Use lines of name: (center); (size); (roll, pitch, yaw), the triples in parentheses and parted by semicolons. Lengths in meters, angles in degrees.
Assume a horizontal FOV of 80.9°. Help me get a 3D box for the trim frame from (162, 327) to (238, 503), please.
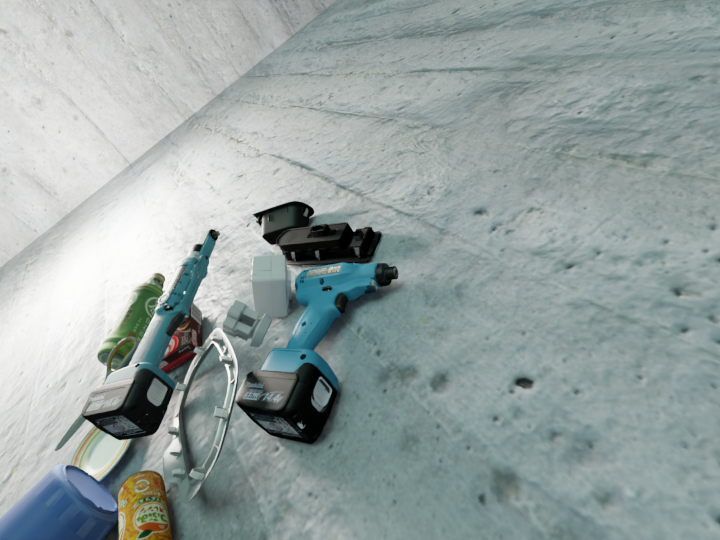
trim frame: (-0.213, 0.176, 0.554); (0.260, 0.026, 0.184); (23, 89, 59)

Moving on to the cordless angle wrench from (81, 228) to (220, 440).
cordless angle wrench: (-0.323, 0.066, 0.733); (0.100, 0.071, 0.434); (-18, 39, 17)

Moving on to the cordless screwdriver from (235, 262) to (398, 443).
cordless screwdriver: (-0.045, 0.084, 0.544); (0.165, 0.071, 0.251); (-11, 39, 30)

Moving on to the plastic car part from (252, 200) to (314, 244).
plastic car part: (-0.151, -0.086, 0.832); (0.120, 0.062, 0.073); (-13, 56, 25)

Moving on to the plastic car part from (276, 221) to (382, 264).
plastic car part: (-0.070, -0.046, 0.717); (0.212, 0.063, 0.067); (-6, 52, 39)
